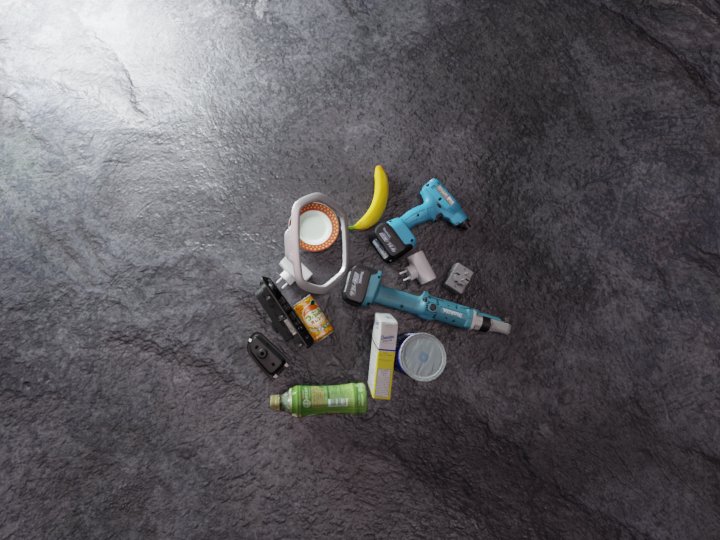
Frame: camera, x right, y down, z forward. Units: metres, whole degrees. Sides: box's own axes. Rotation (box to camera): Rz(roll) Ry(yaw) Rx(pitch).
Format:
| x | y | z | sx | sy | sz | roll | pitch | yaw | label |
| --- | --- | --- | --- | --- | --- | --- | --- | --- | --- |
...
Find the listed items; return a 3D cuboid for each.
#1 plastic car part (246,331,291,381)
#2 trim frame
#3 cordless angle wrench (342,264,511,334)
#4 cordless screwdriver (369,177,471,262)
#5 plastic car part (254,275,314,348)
| x | y | z | sx | sy | sz | roll | pitch | yaw | label |
| --- | --- | --- | --- | --- | --- | --- | --- | --- | --- |
| -0.224 | 0.200 | 0.995 | 0.117 | 0.071 | 0.065 | 45 | 77 | 1 | plastic car part |
| -0.101 | -0.066 | 1.033 | 0.176 | 0.029 | 0.247 | -5 | 94 | -37 | trim frame |
| 0.168 | 0.090 | 1.042 | 0.421 | 0.074 | 0.098 | 17 | 79 | -2 | cordless angle wrench |
| 0.155 | -0.109 | 1.079 | 0.246 | 0.074 | 0.161 | -39 | 84 | -14 | cordless screwdriver |
| -0.192 | 0.106 | 1.025 | 0.068 | 0.065 | 0.205 | -33 | 83 | 16 | plastic car part |
